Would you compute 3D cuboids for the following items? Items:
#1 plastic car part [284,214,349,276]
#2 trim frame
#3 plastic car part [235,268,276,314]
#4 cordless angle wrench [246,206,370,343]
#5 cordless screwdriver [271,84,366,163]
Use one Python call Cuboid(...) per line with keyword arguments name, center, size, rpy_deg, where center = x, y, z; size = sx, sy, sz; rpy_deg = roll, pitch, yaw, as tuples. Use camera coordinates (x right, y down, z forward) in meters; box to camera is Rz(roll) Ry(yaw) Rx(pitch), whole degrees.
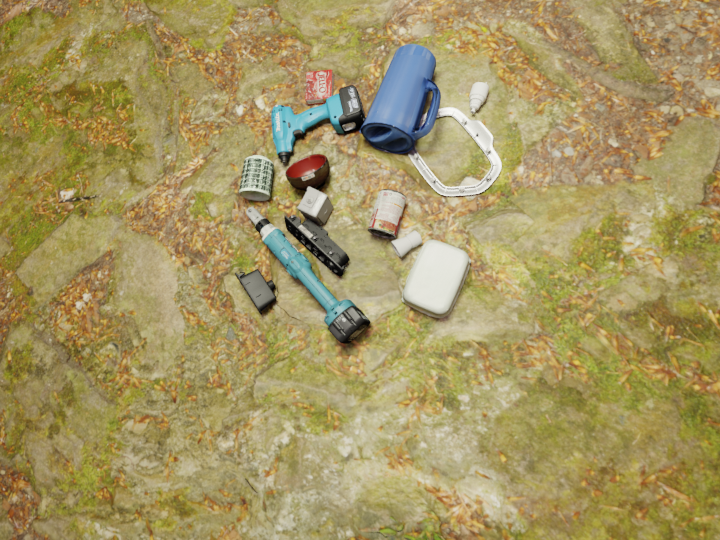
Cuboid(name="plastic car part", center=(-0.101, -0.066, 1.030), size=(0.066, 0.065, 0.210), rpy_deg=(-34, 68, -25))
Cuboid(name="trim frame", center=(0.222, -0.289, 1.020), size=(0.185, 0.026, 0.257), rpy_deg=(-32, 70, 3))
Cuboid(name="plastic car part", center=(-0.247, 0.044, 1.039), size=(0.070, 0.065, 0.120), rpy_deg=(-36, 75, -13))
Cuboid(name="cordless angle wrench", center=(-0.148, -0.010, 1.011), size=(0.074, 0.094, 0.440), rpy_deg=(-45, 68, 3))
Cuboid(name="cordless screwdriver", center=(-0.112, -0.376, 1.098), size=(0.254, 0.071, 0.162), rpy_deg=(-10, 76, 15))
